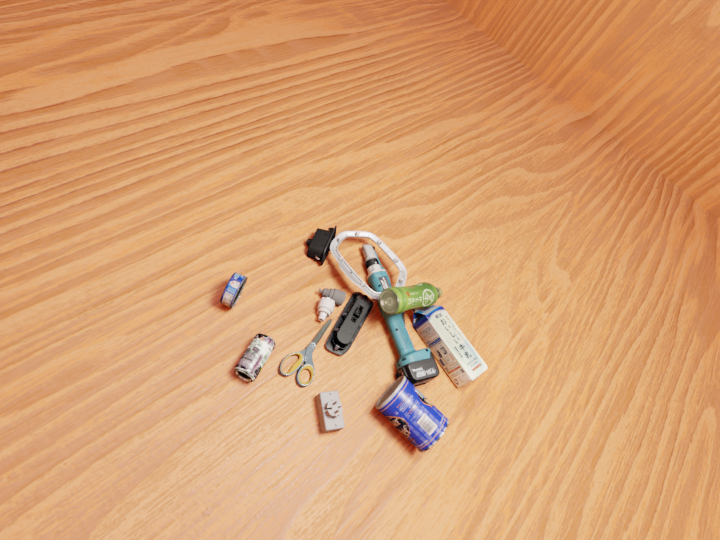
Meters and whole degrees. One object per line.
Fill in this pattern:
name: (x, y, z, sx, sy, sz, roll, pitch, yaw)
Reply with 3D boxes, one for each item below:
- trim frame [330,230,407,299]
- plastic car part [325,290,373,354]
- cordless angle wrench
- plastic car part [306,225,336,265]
trim frame: (0.024, -0.024, 1.196, 0.179, 0.027, 0.258, -28, 66, -30)
plastic car part: (-0.020, 0.134, 1.116, 0.066, 0.068, 0.202, 37, 55, -6)
cordless angle wrench: (0.083, 0.103, 1.170, 0.095, 0.074, 0.440, -6, 58, -26)
plastic car part: (-0.120, -0.078, 1.226, 0.072, 0.064, 0.117, 20, 55, 9)
